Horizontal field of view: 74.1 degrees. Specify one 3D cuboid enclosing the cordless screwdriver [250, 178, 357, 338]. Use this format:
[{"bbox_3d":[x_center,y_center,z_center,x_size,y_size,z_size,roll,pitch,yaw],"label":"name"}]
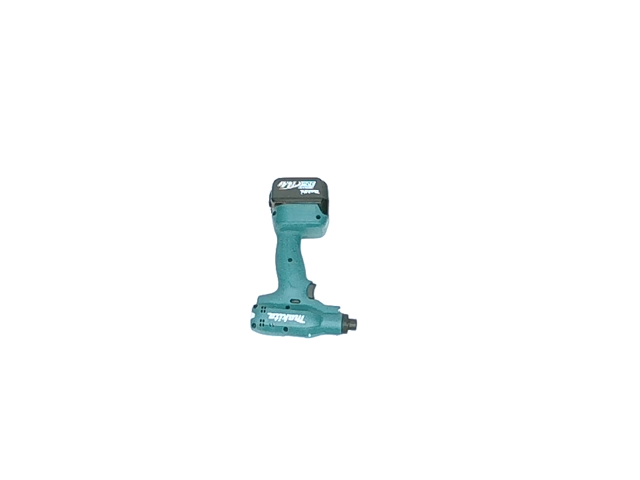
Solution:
[{"bbox_3d":[-0.017,0.028,0.670,0.159,0.248,0.074,4,-17,1],"label":"cordless screwdriver"}]
